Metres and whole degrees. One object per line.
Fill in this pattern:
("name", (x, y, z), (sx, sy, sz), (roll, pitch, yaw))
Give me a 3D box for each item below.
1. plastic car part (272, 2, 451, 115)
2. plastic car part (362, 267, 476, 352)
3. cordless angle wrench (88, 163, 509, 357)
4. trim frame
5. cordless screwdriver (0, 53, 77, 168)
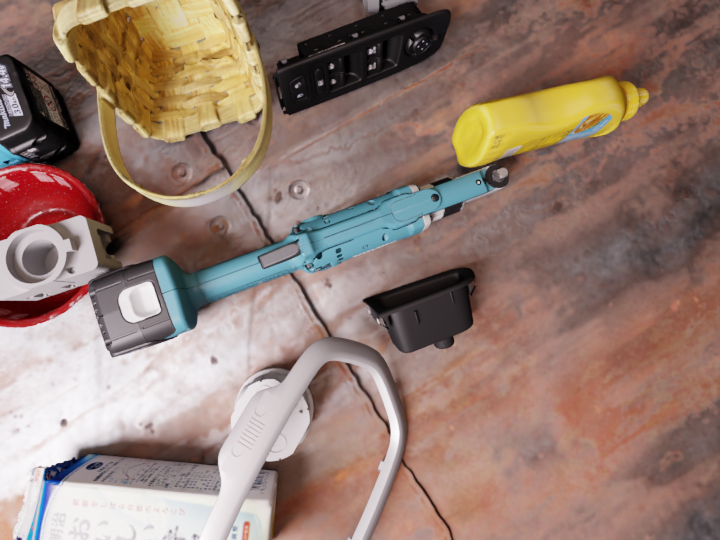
("plastic car part", (-0.002, -0.242, 0.469), (0.202, 0.064, 0.070), (-19, 60, -2))
("plastic car part", (0.071, 0.047, 0.434), (0.115, 0.067, 0.070), (-16, 101, -7))
("cordless angle wrench", (-0.042, -0.027, 0.429), (0.419, 0.098, 0.075), (-21, 87, -8))
("trim frame", (-0.039, 0.181, 0.379), (0.176, 0.029, 0.249), (42, 64, -26))
("cordless screwdriver", (-0.445, -0.141, 0.443), (0.249, 0.074, 0.161), (-29, 85, 0))
